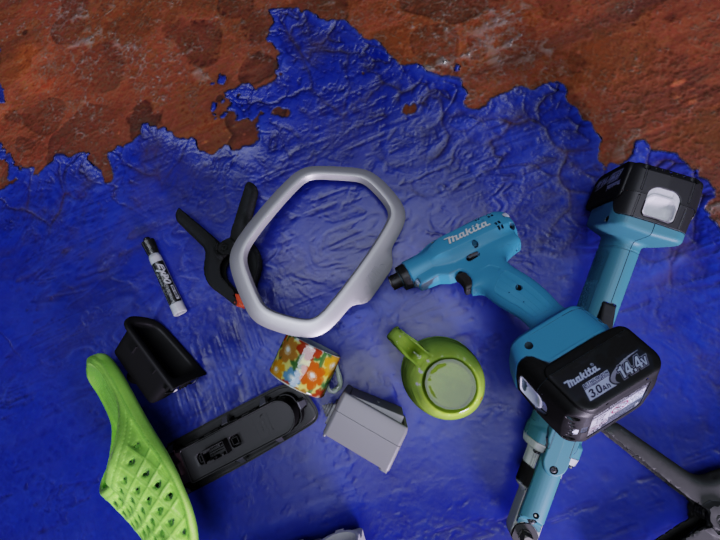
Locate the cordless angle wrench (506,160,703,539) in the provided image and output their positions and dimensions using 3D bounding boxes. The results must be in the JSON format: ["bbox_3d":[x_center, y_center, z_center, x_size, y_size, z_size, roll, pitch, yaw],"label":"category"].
[{"bbox_3d":[0.245,0.094,0.465,0.076,0.096,0.423,21,88,8],"label":"cordless angle wrench"}]

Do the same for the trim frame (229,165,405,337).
[{"bbox_3d":[-0.052,-0.034,0.532,0.190,0.027,0.248,30,70,15],"label":"trim frame"}]

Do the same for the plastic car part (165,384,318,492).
[{"bbox_3d":[-0.151,0.202,0.515,0.203,0.065,0.068,-28,73,0],"label":"plastic car part"}]

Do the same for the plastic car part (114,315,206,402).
[{"bbox_3d":[-0.273,0.122,0.550,0.120,0.064,0.071,40,102,15],"label":"plastic car part"}]

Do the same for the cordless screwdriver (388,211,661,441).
[{"bbox_3d":[0.144,0.046,0.437,0.159,0.071,0.262,-27,46,-2],"label":"cordless screwdriver"}]
